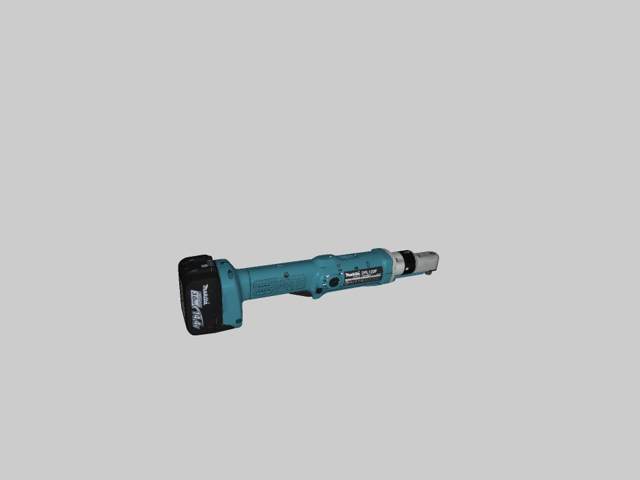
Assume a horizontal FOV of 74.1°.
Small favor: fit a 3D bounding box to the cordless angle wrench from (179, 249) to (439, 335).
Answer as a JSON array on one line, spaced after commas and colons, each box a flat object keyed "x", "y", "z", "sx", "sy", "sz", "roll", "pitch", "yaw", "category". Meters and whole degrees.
[{"x": 0.008, "y": 0.054, "z": 0.649, "sx": 0.422, "sy": 0.098, "sz": 0.074, "roll": -7, "pitch": 26, "yaw": -23, "category": "cordless angle wrench"}]
